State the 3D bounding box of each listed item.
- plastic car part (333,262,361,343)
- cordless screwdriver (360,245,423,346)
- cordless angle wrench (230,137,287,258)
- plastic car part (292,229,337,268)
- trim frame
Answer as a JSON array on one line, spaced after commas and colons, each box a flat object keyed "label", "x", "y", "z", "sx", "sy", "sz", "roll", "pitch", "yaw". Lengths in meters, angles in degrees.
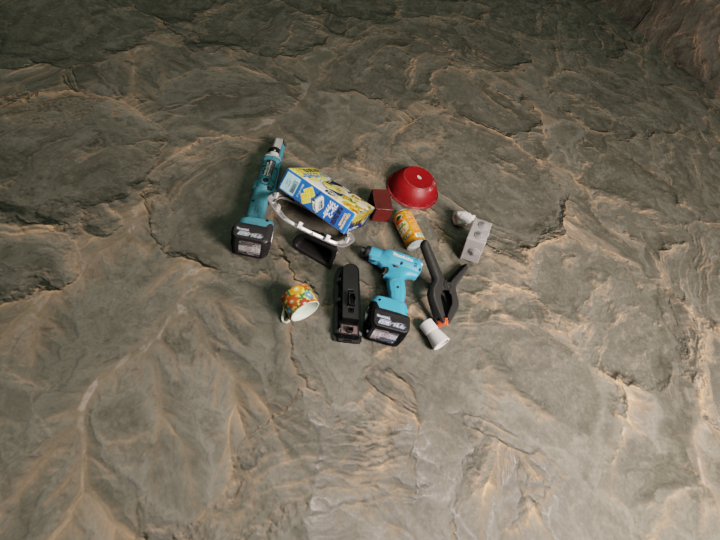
[{"label": "plastic car part", "x": -0.029, "y": 0.064, "z": 0.988, "sx": 0.066, "sy": 0.065, "sz": 0.209, "roll": 2, "pitch": 52, "yaw": -5}, {"label": "cordless screwdriver", "x": 0.055, "y": 0.046, "z": 1.010, "sx": 0.160, "sy": 0.073, "sz": 0.252, "roll": 18, "pitch": 50, "yaw": 0}, {"label": "cordless angle wrench", "x": -0.256, "y": -0.223, "z": 1.139, "sx": 0.097, "sy": 0.073, "sz": 0.434, "roll": 10, "pitch": 52, "yaw": -7}, {"label": "plastic car part", "x": -0.105, "y": -0.068, "z": 1.070, "sx": 0.119, "sy": 0.065, "sz": 0.070, "roll": 30, "pitch": 39, "yaw": 12}, {"label": "trim frame", "x": -0.121, "y": -0.133, "z": 1.069, "sx": 0.242, "sy": 0.027, "sz": 0.190, "roll": 22, "pitch": 25, "yaw": -15}]
